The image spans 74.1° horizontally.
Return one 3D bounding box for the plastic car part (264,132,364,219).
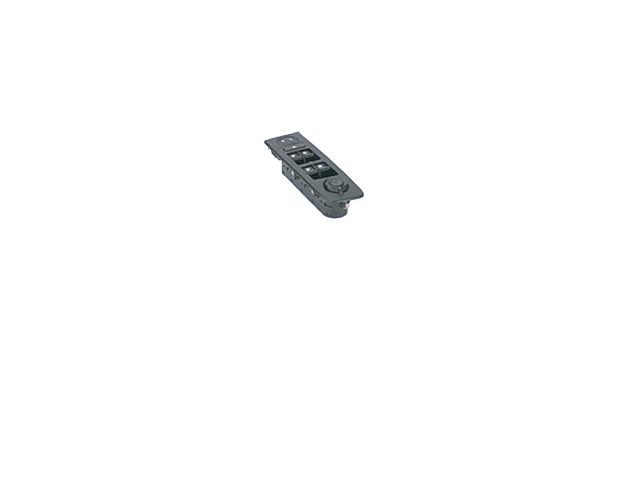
[{"bbox_3d":[-0.014,-0.096,0.649,0.066,0.067,0.203,-15,41,-31],"label":"plastic car part"}]
